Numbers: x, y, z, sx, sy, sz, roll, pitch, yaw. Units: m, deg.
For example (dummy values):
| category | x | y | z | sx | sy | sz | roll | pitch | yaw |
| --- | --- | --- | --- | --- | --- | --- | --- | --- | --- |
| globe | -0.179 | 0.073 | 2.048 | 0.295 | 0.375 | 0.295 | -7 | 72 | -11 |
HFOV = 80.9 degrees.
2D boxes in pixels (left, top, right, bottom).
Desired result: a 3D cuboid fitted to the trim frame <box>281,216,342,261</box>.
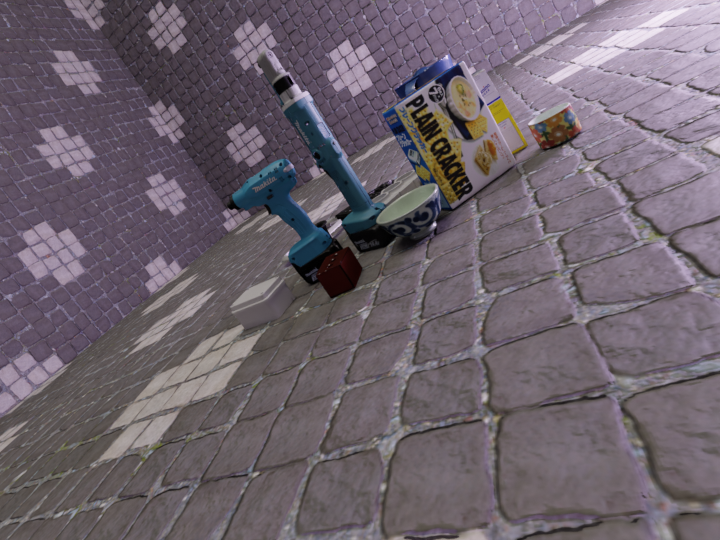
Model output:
| category | x | y | z | sx | sy | sz | roll | pitch | yaw |
| --- | --- | --- | --- | --- | --- | --- | --- | --- | --- |
| trim frame | -0.125 | -0.093 | 1.191 | 0.190 | 0.027 | 0.246 | -19 | 23 | 39 |

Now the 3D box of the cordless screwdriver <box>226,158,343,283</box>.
| category | x | y | z | sx | sy | sz | roll | pitch | yaw |
| --- | --- | --- | --- | --- | --- | --- | --- | --- | --- |
| cordless screwdriver | -0.152 | -0.087 | 0.868 | 0.162 | 0.243 | 0.075 | -28 | 14 | 20 |

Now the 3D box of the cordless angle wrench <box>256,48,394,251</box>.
| category | x | y | z | sx | sy | sz | roll | pitch | yaw |
| --- | --- | --- | --- | --- | --- | --- | --- | --- | --- |
| cordless angle wrench | -0.067 | -0.230 | 0.814 | 0.073 | 0.414 | 0.101 | -42 | 15 | -35 |

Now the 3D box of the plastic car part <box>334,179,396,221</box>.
| category | x | y | z | sx | sy | sz | roll | pitch | yaw |
| --- | --- | --- | --- | --- | --- | --- | --- | --- | --- |
| plastic car part | 0.034 | -0.163 | 1.036 | 0.200 | 0.065 | 0.069 | -44 | 18 | -31 |

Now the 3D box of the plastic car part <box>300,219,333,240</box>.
| category | x | y | z | sx | sy | sz | roll | pitch | yaw |
| --- | --- | --- | --- | --- | --- | --- | --- | --- | --- |
| plastic car part | -0.097 | -0.064 | 0.996 | 0.068 | 0.069 | 0.116 | -22 | 20 | 36 |
